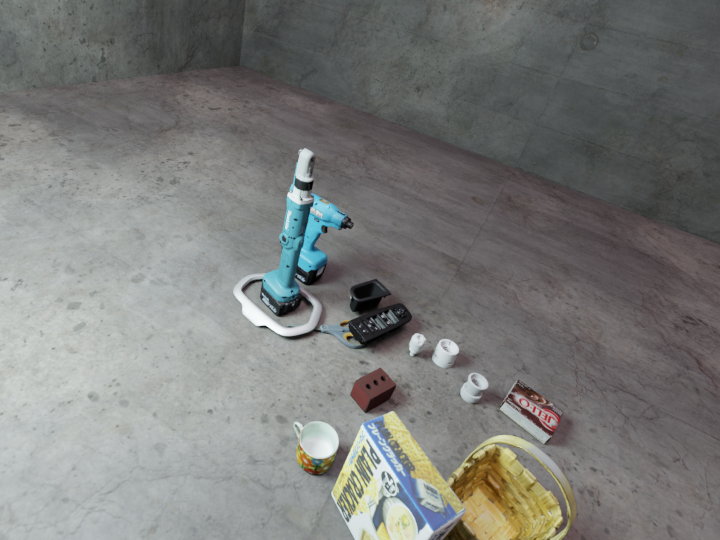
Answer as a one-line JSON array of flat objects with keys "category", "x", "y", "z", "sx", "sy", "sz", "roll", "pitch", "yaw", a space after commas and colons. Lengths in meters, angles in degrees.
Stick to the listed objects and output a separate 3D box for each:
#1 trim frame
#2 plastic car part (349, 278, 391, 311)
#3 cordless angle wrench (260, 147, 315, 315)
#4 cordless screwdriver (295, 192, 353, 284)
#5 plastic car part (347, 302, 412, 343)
[{"category": "trim frame", "x": -0.211, "y": 0.080, "z": 1.077, "sx": 0.261, "sy": 0.027, "sz": 0.179, "roll": 34, "pitch": 40, "yaw": 27}, {"category": "plastic car part", "x": 0.012, "y": 0.076, "z": 1.122, "sx": 0.112, "sy": 0.070, "sz": 0.070, "roll": -15, "pitch": 45, "yaw": -36}, {"category": "cordless angle wrench", "x": -0.157, "y": -0.079, "z": 0.978, "sx": 0.072, "sy": 0.416, "sz": 0.103, "roll": -19, "pitch": 49, "yaw": -42}, {"category": "cordless screwdriver", "x": -0.111, "y": -0.073, "z": 1.135, "sx": 0.166, "sy": 0.245, "sz": 0.072, "roll": 32, "pitch": 37, "yaw": 22}, {"category": "plastic car part", "x": 0.051, "y": 0.138, "z": 1.053, "sx": 0.196, "sy": 0.066, "sz": 0.070, "roll": -20, "pitch": 48, "yaw": -39}]
